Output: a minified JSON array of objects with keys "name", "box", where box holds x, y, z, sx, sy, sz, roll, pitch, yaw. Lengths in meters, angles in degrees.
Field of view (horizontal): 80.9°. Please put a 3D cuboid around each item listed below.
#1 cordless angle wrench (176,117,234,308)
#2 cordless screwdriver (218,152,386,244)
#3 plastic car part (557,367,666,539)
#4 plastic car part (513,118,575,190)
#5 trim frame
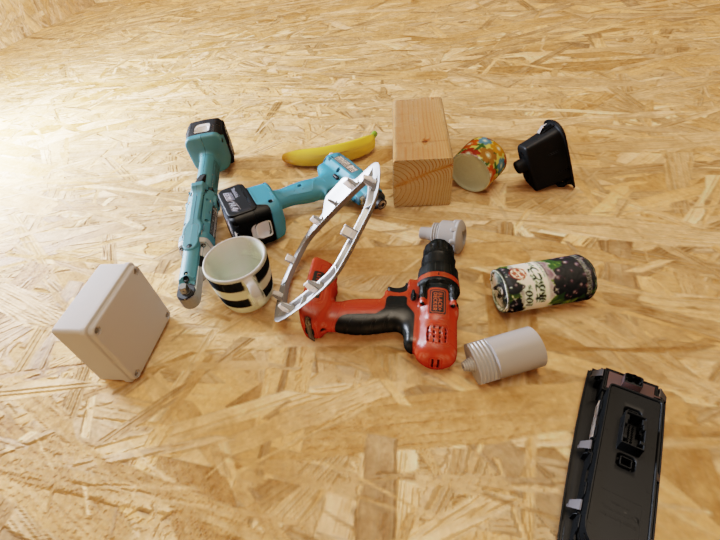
[{"name":"cordless angle wrench","box":[-0.269,-0.112,0.721,0.074,0.094,0.440,-11,48,-1]},{"name":"cordless screwdriver","box":[-0.092,-0.108,0.684,0.244,0.071,0.168,-26,46,-19]},{"name":"plastic car part","box":[0.219,0.165,0.354,0.069,0.065,0.202,22,56,20]},{"name":"plastic car part","box":[0.273,-0.168,0.645,0.072,0.110,0.069,-31,43,13]},{"name":"trim frame","box":[-0.050,-0.033,0.511,0.027,0.252,0.186,29,56,-17]}]
